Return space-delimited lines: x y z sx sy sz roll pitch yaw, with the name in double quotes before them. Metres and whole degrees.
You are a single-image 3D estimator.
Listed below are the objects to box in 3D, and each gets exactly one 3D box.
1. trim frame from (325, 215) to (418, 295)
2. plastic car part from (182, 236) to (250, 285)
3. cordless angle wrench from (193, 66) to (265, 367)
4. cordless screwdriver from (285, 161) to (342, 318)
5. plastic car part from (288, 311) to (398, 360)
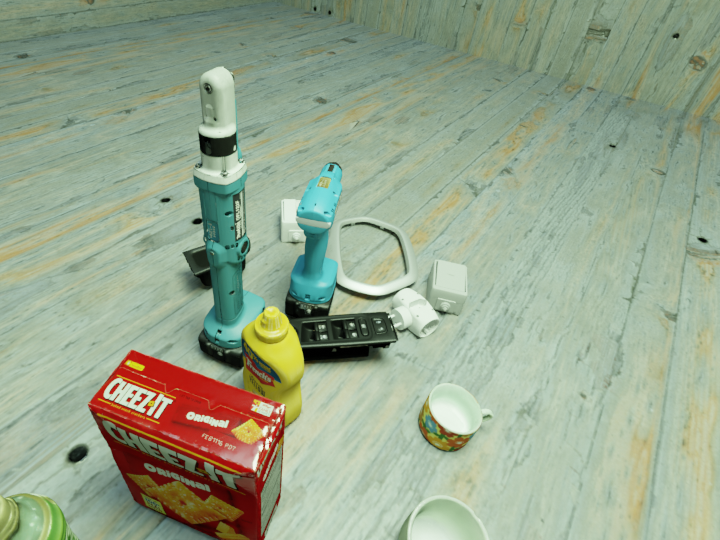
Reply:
"trim frame" 0.017 -0.037 0.850 0.183 0.027 0.257 1 42 -6
"plastic car part" -0.248 -0.011 0.757 0.113 0.069 0.069 -21 49 -28
"cordless angle wrench" -0.170 -0.038 0.538 0.076 0.413 0.098 20 42 10
"cordless screwdriver" -0.067 -0.044 0.685 0.075 0.243 0.162 12 41 1
"plastic car part" -0.051 0.106 0.652 0.200 0.065 0.069 0 42 -8
